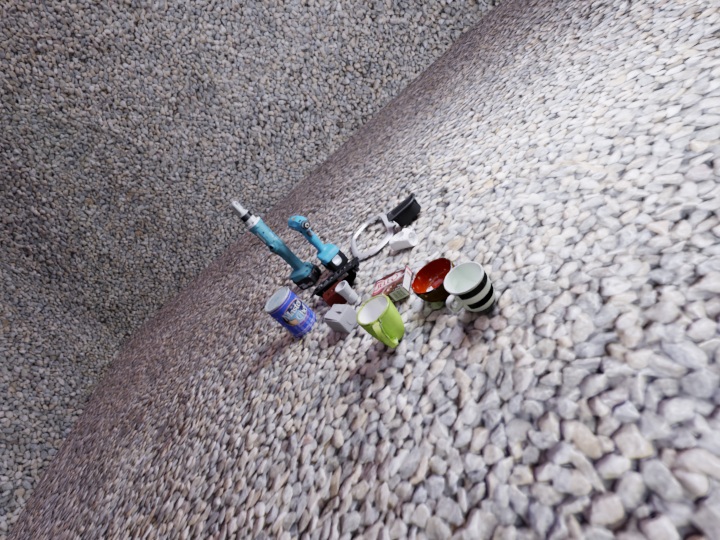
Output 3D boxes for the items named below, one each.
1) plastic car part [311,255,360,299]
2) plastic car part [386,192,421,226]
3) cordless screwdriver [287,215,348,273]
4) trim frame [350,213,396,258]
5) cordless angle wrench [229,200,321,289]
[{"bbox_3d":[-0.074,0.035,1.371,0.207,0.065,0.067,-32,25,26],"label":"plastic car part"},{"bbox_3d":[0.150,-0.186,1.371,0.118,0.068,0.068,-37,23,17],"label":"plastic car part"},{"bbox_3d":[-0.144,-0.094,1.474,0.074,0.240,0.165,-48,21,-10],"label":"cordless screwdriver"},{"bbox_3d":[0.042,-0.123,1.489,0.185,0.026,0.256,-39,24,12],"label":"trim frame"},{"bbox_3d":[-0.317,-0.098,1.545,0.100,0.408,0.075,-29,24,37],"label":"cordless angle wrench"}]
